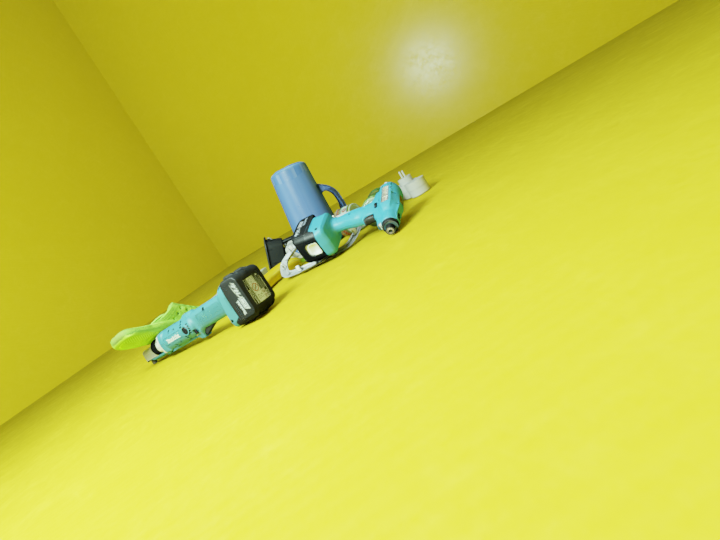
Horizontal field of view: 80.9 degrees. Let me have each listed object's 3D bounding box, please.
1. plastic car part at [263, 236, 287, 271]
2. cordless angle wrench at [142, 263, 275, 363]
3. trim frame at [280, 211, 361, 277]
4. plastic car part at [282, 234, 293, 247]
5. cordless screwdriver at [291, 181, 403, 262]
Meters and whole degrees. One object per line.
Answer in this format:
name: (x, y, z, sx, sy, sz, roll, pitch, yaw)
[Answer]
plastic car part: (-0.248, -0.048, 1.271, 0.070, 0.116, 0.067, -9, 6, -6)
cordless angle wrench: (-0.356, 0.118, 0.907, 0.433, 0.097, 0.073, -29, 5, 32)
trim frame: (-0.100, -0.065, 1.024, 0.255, 0.026, 0.188, -23, 36, 24)
plastic car part: (-0.169, -0.117, 1.414, 0.202, 0.067, 0.066, -28, 2, -3)
cordless screwdriver: (-0.026, -0.088, 0.885, 0.255, 0.071, 0.162, -22, 32, 23)
